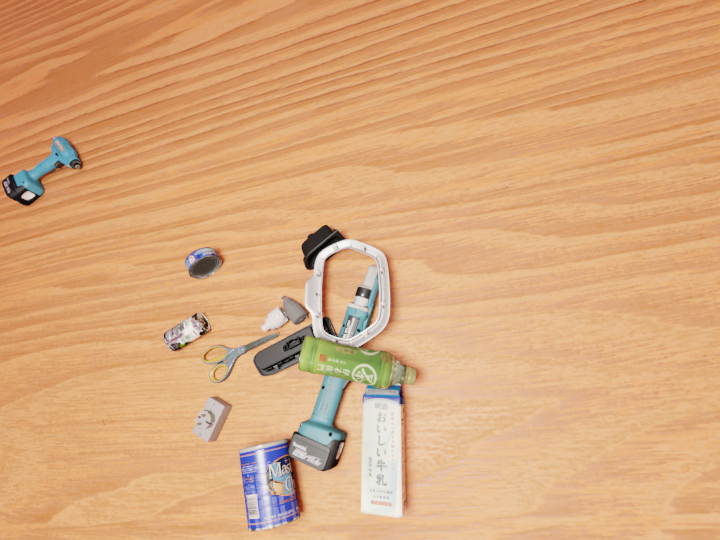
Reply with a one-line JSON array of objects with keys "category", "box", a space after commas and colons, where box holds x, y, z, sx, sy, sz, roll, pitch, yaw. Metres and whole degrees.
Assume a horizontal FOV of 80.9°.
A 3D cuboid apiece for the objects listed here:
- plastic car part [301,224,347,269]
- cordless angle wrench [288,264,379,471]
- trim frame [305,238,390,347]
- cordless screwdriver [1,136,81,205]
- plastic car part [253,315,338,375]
[{"category": "plastic car part", "box": [-0.098, -0.064, 1.001, 0.117, 0.062, 0.074, -35, 52, 7]}, {"category": "cordless angle wrench", "box": [-0.033, 0.184, 0.887, 0.102, 0.071, 0.426, 13, 74, 20]}, {"category": "trim frame", "box": [-0.030, 0.044, 0.902, 0.189, 0.026, 0.254, -8, 66, 18]}, {"category": "cordless screwdriver", "box": [-1.031, -0.314, 1.381, 0.248, 0.071, 0.166, -44, 65, -5]}, {"category": "plastic car part", "box": [-0.153, 0.173, 0.935, 0.205, 0.065, 0.068, -29, 74, 10]}]
